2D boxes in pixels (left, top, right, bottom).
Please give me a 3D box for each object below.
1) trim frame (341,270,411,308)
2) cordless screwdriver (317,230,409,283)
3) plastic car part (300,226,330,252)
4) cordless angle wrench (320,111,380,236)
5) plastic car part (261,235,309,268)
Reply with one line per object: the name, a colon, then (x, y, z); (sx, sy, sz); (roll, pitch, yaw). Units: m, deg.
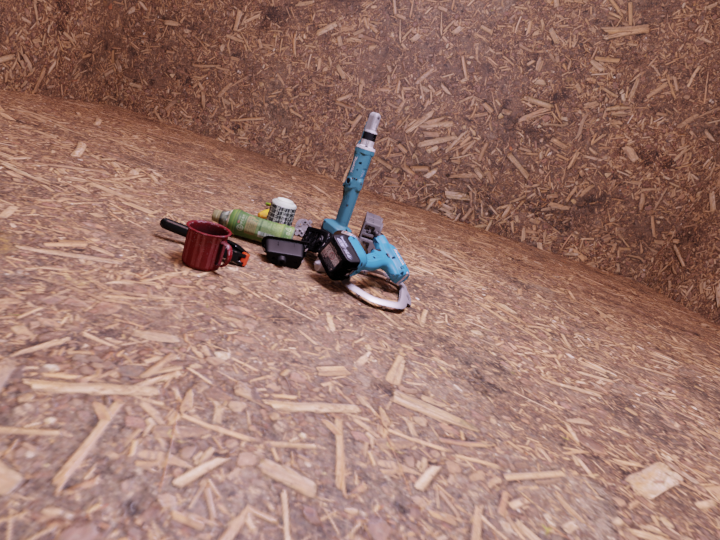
trim frame: (0.043, 0.041, 1.067); (0.186, 0.027, 0.248); (18, 15, 3)
cordless screwdriver: (0.006, -0.046, 1.056); (0.236, 0.075, 0.166); (5, 48, -43)
plastic car part: (-0.111, -0.072, 1.131); (0.065, 0.066, 0.209); (34, -5, -18)
cordless angle wrench: (-0.020, -0.268, 1.285); (0.071, 0.420, 0.104); (4, 22, -44)
plastic car part: (-0.187, -0.038, 1.037); (0.113, 0.065, 0.074); (10, 32, -17)
